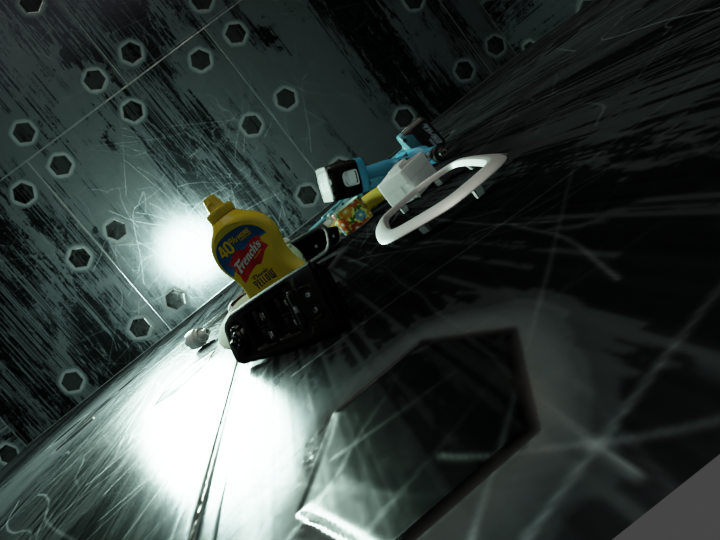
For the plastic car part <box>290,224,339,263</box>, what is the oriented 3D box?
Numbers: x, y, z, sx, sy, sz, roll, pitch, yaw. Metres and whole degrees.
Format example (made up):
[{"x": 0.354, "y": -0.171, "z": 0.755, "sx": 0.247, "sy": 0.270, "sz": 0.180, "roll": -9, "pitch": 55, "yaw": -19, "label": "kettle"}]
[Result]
[{"x": -0.085, "y": -0.056, "z": 0.870, "sx": 0.119, "sy": 0.066, "sz": 0.069, "roll": -27, "pitch": -1, "yaw": 34, "label": "plastic car part"}]

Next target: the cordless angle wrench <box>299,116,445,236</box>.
[{"x": 0.014, "y": -0.195, "z": 1.038, "sx": 0.426, "sy": 0.097, "sz": 0.075, "roll": -40, "pitch": 7, "yaw": 13, "label": "cordless angle wrench"}]

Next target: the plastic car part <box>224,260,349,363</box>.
[{"x": -0.082, "y": 0.047, "z": 0.449, "sx": 0.208, "sy": 0.066, "sz": 0.065, "roll": -29, "pitch": 3, "yaw": 40, "label": "plastic car part"}]

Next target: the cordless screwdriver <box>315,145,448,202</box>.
[{"x": 0.043, "y": -0.206, "z": 0.864, "sx": 0.243, "sy": 0.073, "sz": 0.165, "roll": -20, "pitch": 13, "yaw": -20, "label": "cordless screwdriver"}]

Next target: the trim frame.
[{"x": 0.096, "y": -0.096, "z": 0.540, "sx": 0.185, "sy": 0.027, "sz": 0.250, "roll": -38, "pitch": 10, "yaw": 8, "label": "trim frame"}]
